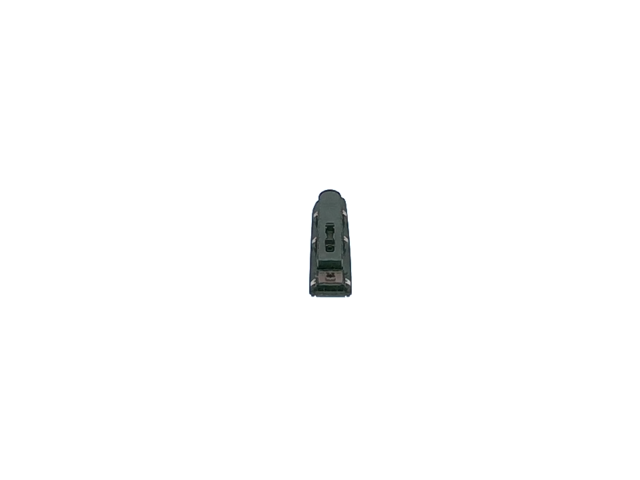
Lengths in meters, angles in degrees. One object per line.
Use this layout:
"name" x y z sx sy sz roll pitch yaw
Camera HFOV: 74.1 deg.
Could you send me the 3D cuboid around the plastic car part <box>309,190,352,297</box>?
"plastic car part" 0.013 -0.007 0.696 0.066 0.202 0.067 -5 -40 8
